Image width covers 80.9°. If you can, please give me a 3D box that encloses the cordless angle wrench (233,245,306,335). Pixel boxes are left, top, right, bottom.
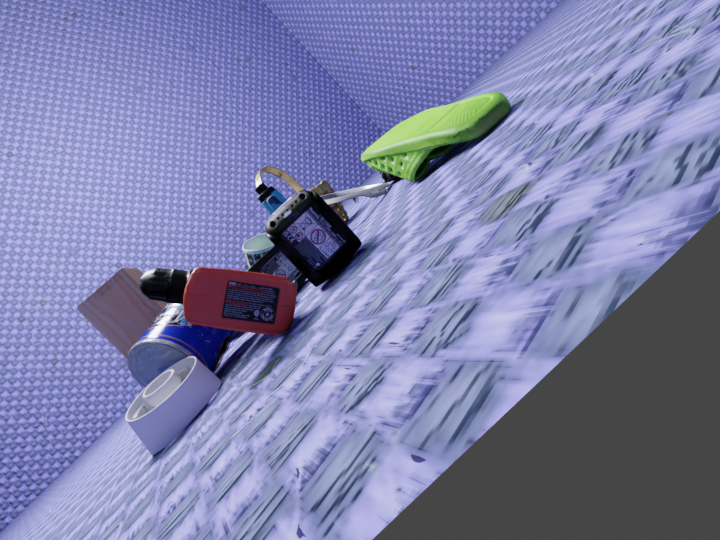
[{"bbox_3d":[-0.230,0.083,0.787,0.430,0.074,0.097,-36,10,50],"label":"cordless angle wrench"}]

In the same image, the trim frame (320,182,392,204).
[{"bbox_3d":[-0.039,-0.147,0.862,0.192,0.027,0.241,-4,14,36],"label":"trim frame"}]

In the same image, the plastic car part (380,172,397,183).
[{"bbox_3d":[0.072,-0.220,0.877,0.066,0.067,0.204,-43,5,-4],"label":"plastic car part"}]

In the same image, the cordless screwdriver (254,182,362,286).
[{"bbox_3d":[-0.088,-0.065,0.569,0.074,0.157,0.253,-44,10,-3],"label":"cordless screwdriver"}]
